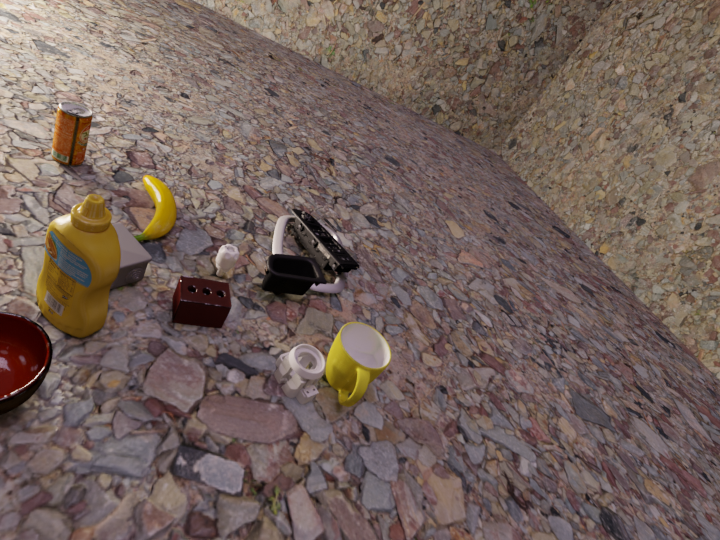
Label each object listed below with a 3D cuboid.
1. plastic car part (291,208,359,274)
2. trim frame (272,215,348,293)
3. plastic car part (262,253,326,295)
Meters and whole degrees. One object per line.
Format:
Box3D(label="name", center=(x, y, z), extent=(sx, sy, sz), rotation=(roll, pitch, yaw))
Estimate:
Box3D(label="plastic car part", center=(-0.089, -0.058, 0.914), extent=(0.063, 0.067, 0.213), rotation=(-3, 45, -45))
Box3D(label="trim frame", center=(-0.104, -0.041, 0.915), extent=(0.178, 0.027, 0.257), rotation=(20, 33, -18))
Box3D(label="plastic car part", center=(-0.133, 0.015, 0.767), extent=(0.111, 0.071, 0.069), rotation=(5, 40, -37))
